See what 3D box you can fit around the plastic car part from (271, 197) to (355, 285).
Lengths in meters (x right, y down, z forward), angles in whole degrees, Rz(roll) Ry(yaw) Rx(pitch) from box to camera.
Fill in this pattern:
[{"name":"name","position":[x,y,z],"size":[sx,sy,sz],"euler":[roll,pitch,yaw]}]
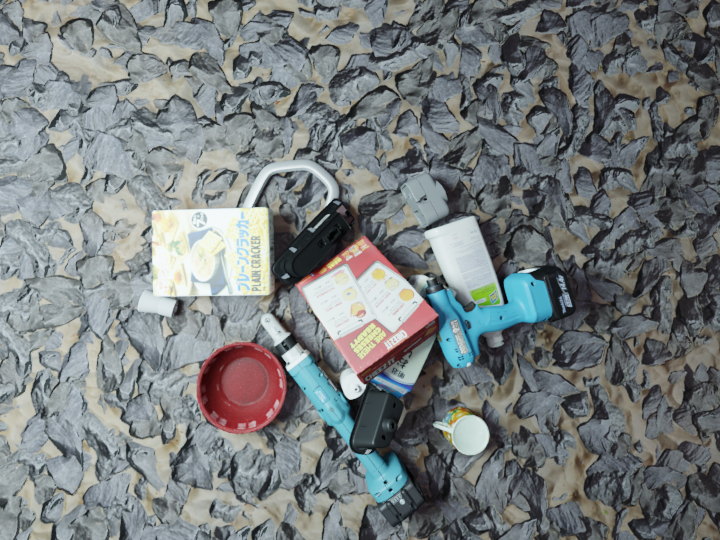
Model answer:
[{"name":"plastic car part","position":[-0.077,-0.050,0.783],"size":[0.201,0.070,0.063],"euler":[-47,119,-21]}]

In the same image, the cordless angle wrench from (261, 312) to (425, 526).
[{"name":"cordless angle wrench","position":[-0.049,0.250,0.773],"size":[0.074,0.097,0.428],"euler":[-38,84,-4]}]

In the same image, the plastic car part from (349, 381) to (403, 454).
[{"name":"plastic car part","position":[0.035,0.252,0.707],"size":[0.064,0.072,0.117],"euler":[37,52,-16]}]

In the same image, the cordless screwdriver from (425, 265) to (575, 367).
[{"name":"cordless screwdriver","position":[0.240,0.052,0.753],"size":[0.246,0.075,0.159],"euler":[-22,91,-10]}]

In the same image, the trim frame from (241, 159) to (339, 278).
[{"name":"trim frame","position":[-0.142,-0.104,0.835],"size":[0.184,0.027,0.249],"euler":[22,82,1]}]
